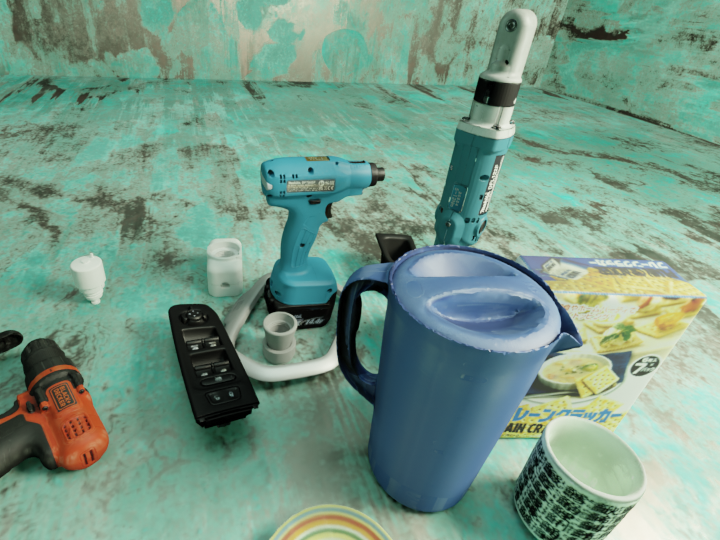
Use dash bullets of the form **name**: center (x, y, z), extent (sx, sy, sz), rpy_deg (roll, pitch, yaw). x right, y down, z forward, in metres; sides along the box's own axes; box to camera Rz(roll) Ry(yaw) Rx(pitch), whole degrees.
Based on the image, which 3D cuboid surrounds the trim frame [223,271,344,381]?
- **trim frame**: center (-0.102, 0.069, 0.612), extent (0.187, 0.027, 0.251), rpy_deg (9, 34, 6)

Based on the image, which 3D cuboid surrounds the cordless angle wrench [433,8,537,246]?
- **cordless angle wrench**: center (0.115, -0.059, 0.484), extent (0.078, 0.413, 0.095), rpy_deg (30, 38, 29)

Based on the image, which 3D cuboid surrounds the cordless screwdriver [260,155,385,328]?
- **cordless screwdriver**: center (-0.057, -0.037, 0.581), extent (0.155, 0.243, 0.078), rpy_deg (-5, 35, -19)

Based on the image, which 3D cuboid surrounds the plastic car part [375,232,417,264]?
- **plastic car part**: center (0.061, -0.007, 0.708), extent (0.065, 0.069, 0.120), rpy_deg (2, 33, -7)

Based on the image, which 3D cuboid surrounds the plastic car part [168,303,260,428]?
- **plastic car part**: center (-0.184, 0.109, 0.505), extent (0.064, 0.065, 0.215), rpy_deg (-12, 37, -27)
